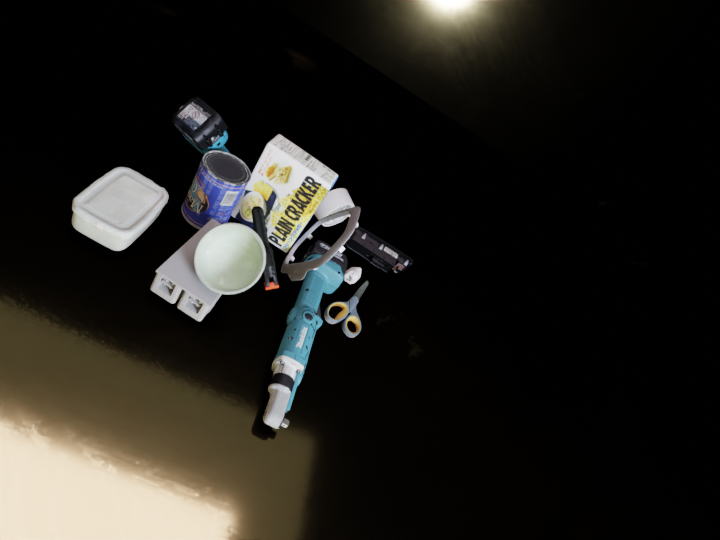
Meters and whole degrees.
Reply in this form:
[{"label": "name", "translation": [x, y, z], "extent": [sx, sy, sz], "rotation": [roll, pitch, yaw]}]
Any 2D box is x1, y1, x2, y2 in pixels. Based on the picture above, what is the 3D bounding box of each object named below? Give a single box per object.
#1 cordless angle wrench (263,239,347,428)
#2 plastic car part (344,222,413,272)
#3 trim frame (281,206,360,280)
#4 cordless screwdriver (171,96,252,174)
[{"label": "cordless angle wrench", "translation": [-0.110, 0.103, 0.816], "extent": [0.096, 0.075, 0.430], "rotation": [29, 38, -13]}, {"label": "plastic car part", "translation": [0.035, -0.051, 1.127], "extent": [0.202, 0.067, 0.067], "rotation": [36, 61, -4]}, {"label": "trim frame", "translation": [-0.085, -0.056, 0.871], "extent": [0.026, 0.258, 0.184], "rotation": [45, 64, -24]}, {"label": "cordless screwdriver", "translation": [-0.338, -0.285, 0.955], "extent": [0.165, 0.074, 0.241], "rotation": [40, -10, 17]}]
